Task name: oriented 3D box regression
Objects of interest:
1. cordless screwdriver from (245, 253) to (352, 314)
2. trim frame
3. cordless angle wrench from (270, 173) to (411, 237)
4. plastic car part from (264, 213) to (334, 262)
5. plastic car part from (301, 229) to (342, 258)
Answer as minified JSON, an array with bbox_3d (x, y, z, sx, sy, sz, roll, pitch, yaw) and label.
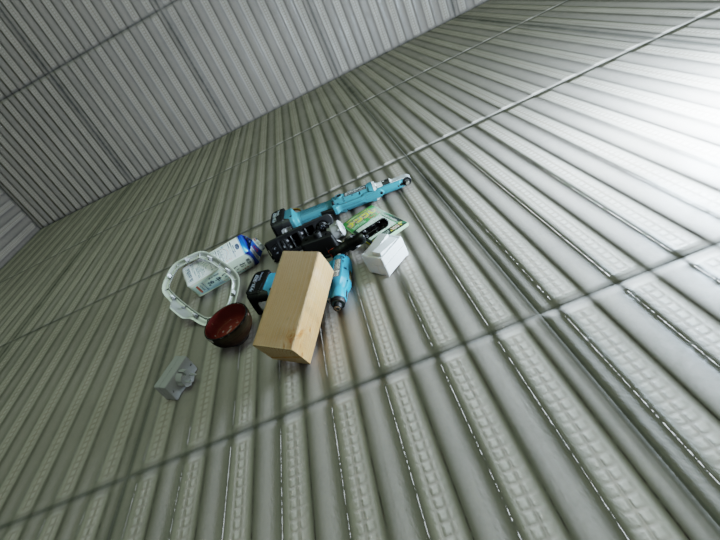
[{"bbox_3d":[-0.140,0.049,0.972,0.254,0.071,0.163,-13,38,16],"label":"cordless screwdriver"},{"bbox_3d":[-0.435,0.044,1.144,0.260,0.026,0.184,30,75,24],"label":"trim frame"},{"bbox_3d":[-0.057,-0.195,1.237,0.428,0.071,0.101,-19,34,10],"label":"cordless angle wrench"},{"bbox_3d":[-0.166,-0.098,1.194,0.204,0.065,0.068,-25,15,6],"label":"plastic car part"},{"bbox_3d":[-0.108,-0.071,1.107,0.119,0.068,0.067,-19,34,20],"label":"plastic car part"}]
